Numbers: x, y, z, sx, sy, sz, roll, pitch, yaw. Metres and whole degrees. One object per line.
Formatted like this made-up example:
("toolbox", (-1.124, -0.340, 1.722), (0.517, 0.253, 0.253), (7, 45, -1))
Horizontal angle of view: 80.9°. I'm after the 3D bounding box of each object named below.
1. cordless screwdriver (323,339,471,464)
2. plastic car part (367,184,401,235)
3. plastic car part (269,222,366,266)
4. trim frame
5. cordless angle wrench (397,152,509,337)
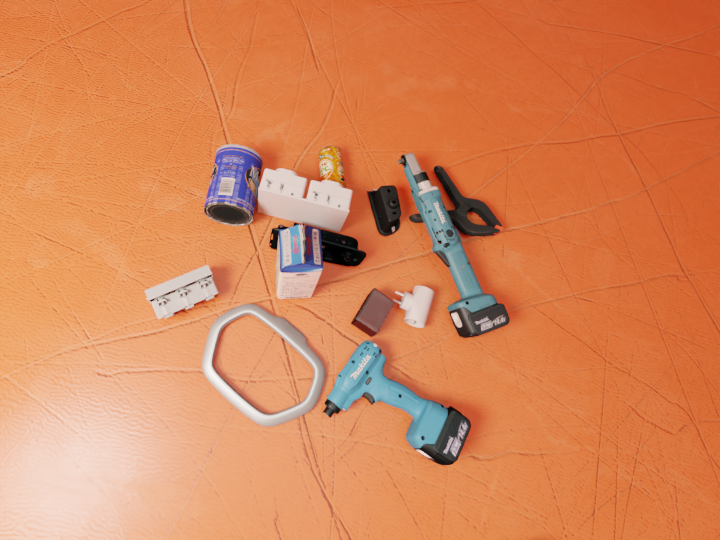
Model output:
("cordless screwdriver", (0.063, 0.265, 0.785), (0.254, 0.073, 0.158), (35, 68, 10))
("plastic car part", (0.064, -0.144, 0.948), (0.065, 0.070, 0.120), (-7, 68, -13))
("plastic car part", (-0.088, -0.058, 0.900), (0.203, 0.065, 0.068), (17, 42, -1))
("trim frame", (-0.184, 0.176, 0.807), (0.253, 0.027, 0.183), (37, 69, 9))
("cordless angle wrench", (0.182, -0.070, 0.915), (0.096, 0.074, 0.432), (-18, 76, -13))
